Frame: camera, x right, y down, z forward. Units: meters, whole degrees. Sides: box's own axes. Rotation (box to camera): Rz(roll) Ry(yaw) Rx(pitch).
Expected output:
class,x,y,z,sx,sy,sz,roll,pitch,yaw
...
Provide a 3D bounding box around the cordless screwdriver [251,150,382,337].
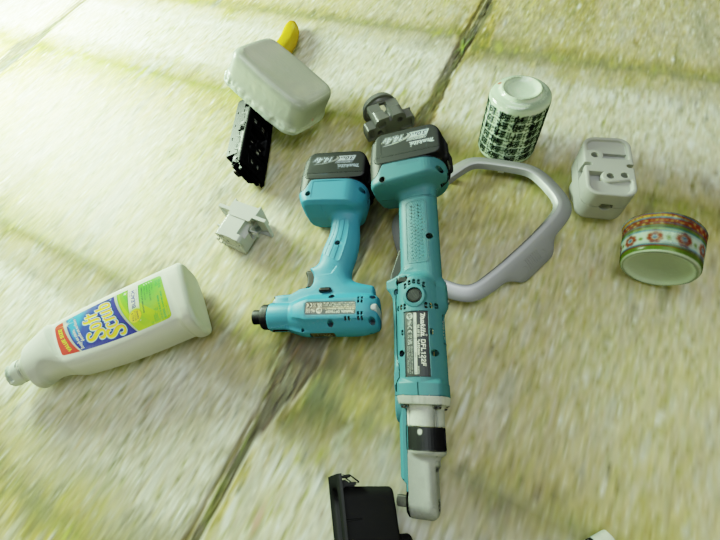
class,x,y,z,sx,sy,sz,roll,pitch,yaw
cordless screwdriver,-0.054,-0.036,0.556,0.163,0.071,0.255,-5,62,13

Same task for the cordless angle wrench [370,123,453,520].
class,x,y,z,sx,sy,sz,roll,pitch,yaw
cordless angle wrench,0.065,0.033,0.477,0.101,0.070,0.432,-8,66,21

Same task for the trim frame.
class,x,y,z,sx,sy,sz,roll,pitch,yaw
trim frame,0.157,-0.063,0.559,0.246,0.026,0.193,-39,60,-15

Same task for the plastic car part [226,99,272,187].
class,x,y,z,sx,sy,sz,roll,pitch,yaw
plastic car part,-0.183,-0.227,0.704,0.069,0.062,0.207,-15,56,30

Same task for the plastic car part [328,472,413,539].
class,x,y,z,sx,sy,sz,roll,pitch,yaw
plastic car part,0.012,0.247,0.385,0.070,0.065,0.120,-6,61,-12
